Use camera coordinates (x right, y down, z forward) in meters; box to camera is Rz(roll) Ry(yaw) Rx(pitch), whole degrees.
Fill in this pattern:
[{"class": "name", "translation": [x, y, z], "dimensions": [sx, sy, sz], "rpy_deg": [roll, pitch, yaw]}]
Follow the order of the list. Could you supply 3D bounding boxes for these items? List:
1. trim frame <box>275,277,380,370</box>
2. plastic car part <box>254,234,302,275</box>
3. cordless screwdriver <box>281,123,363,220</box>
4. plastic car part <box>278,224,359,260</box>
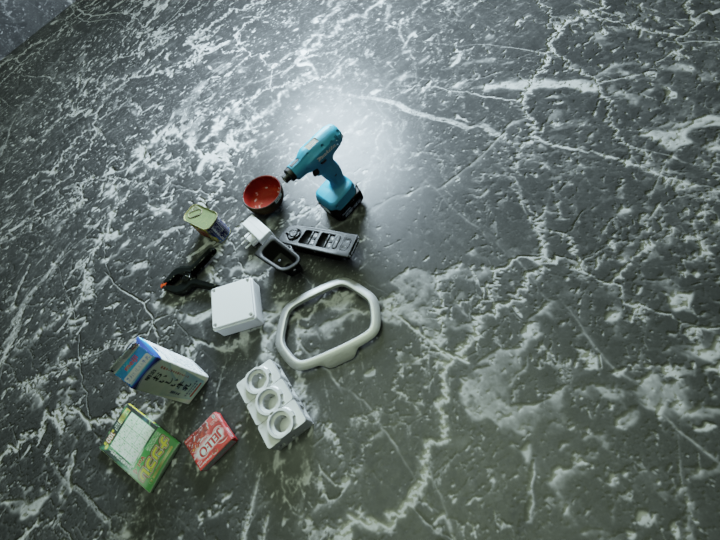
[{"class": "trim frame", "translation": [-0.075, 0.118, 0.930], "dimensions": [0.249, 0.026, 0.192], "rpy_deg": [-26, 58, 3]}, {"class": "plastic car part", "translation": [-0.186, -0.022, 1.017], "dimensions": [0.122, 0.067, 0.066], "rpy_deg": [33, 76, 29]}, {"class": "cordless screwdriver", "translation": [-0.086, -0.204, 0.982], "dimensions": [0.158, 0.237, 0.078], "rpy_deg": [-45, 62, -10]}, {"class": "plastic car part", "translation": [-0.099, -0.065, 1.014], "dimensions": [0.211, 0.064, 0.067], "rpy_deg": [14, 68, 24]}]
